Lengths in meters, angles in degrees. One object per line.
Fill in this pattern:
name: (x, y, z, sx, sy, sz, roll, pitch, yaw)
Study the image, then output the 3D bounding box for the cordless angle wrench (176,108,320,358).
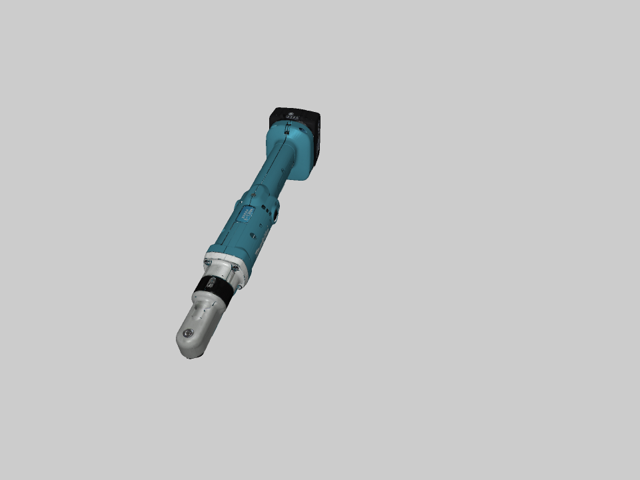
cordless angle wrench: (-0.084, -0.037, 0.559, 0.074, 0.098, 0.421, 10, 46, 9)
